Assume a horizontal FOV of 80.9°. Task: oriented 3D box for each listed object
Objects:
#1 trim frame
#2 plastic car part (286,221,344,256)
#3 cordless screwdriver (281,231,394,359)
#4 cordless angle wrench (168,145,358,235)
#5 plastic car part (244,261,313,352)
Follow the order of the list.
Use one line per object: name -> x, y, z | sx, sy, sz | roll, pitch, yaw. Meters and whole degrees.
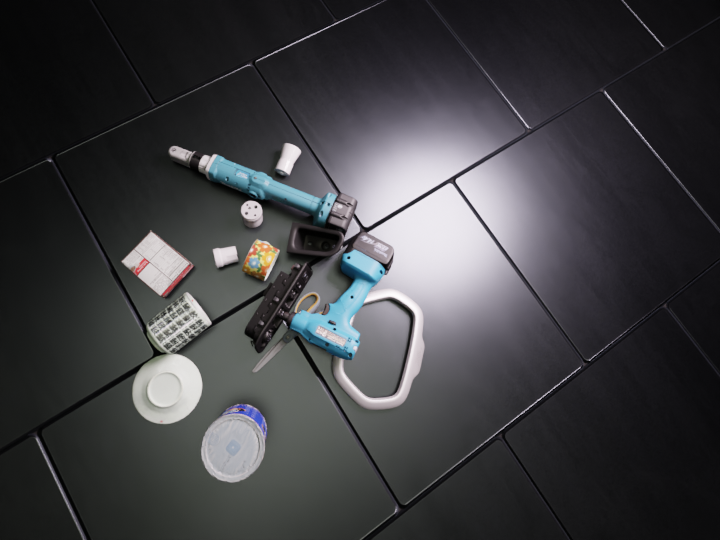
trim frame -> 0.042, 0.158, 0.874 | 0.184, 0.027, 0.251 | 15, 73, -1
plastic car part -> -0.087, -0.057, 0.890 | 0.119, 0.069, 0.066 | 9, 85, 13
cordless screwdriver -> -0.040, 0.038, 0.859 | 0.162, 0.072, 0.249 | 23, 70, 10
cordless angle wrench -> -0.218, -0.181, 0.905 | 0.426, 0.096, 0.075 | 22, 72, 4
plastic car part -> -0.172, 0.068, 0.858 | 0.068, 0.065, 0.203 | 24, 75, 8
